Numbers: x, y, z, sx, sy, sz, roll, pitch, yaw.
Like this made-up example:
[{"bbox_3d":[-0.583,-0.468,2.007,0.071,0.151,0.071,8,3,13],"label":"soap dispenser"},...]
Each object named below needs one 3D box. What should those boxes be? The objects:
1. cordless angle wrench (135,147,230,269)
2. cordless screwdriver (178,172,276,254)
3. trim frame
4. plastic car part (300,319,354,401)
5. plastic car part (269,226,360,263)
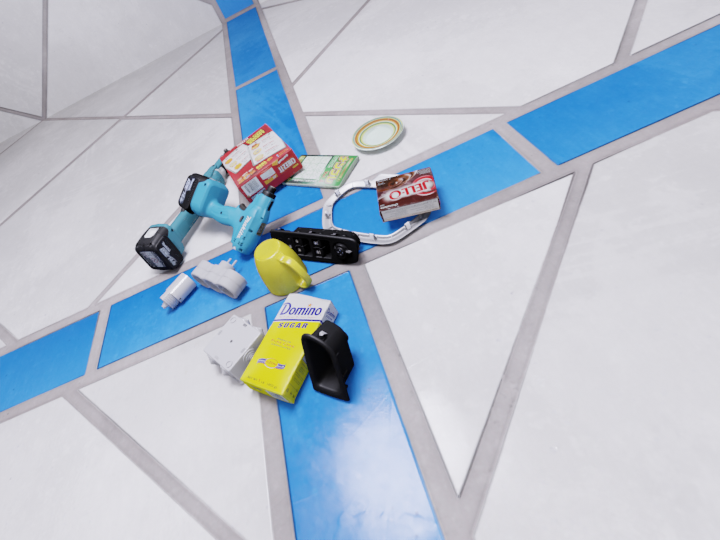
[{"bbox_3d":[-0.432,-0.184,1.118,0.077,0.093,0.428,-3,47,24],"label":"cordless angle wrench"},{"bbox_3d":[-0.304,-0.159,0.976,0.262,0.071,0.159,32,97,30],"label":"cordless screwdriver"},{"bbox_3d":[0.026,-0.132,0.875,0.262,0.026,0.184,12,57,36],"label":"trim frame"},{"bbox_3d":[-0.041,0.126,0.639,0.069,0.113,0.070,7,30,30],"label":"plastic car part"},{"bbox_3d":[-0.083,-0.054,0.845,0.213,0.064,0.066,10,31,34],"label":"plastic car part"}]
